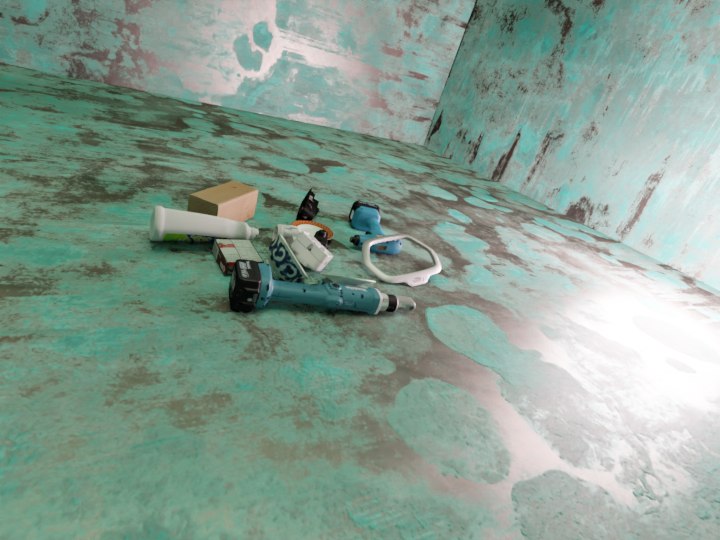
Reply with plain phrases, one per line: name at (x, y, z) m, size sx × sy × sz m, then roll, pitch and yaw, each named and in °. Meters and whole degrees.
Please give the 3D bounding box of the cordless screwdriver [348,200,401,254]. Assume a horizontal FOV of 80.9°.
cordless screwdriver at (0.017, -0.137, 1.338) m, size 0.154 × 0.073 × 0.260 m, roll 6°, pitch 31°, yaw -20°

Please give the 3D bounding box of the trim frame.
trim frame at (0.112, -0.033, 1.177) m, size 0.239 × 0.027 × 0.194 m, roll -11°, pitch 49°, yaw -32°

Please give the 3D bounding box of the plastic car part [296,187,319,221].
plastic car part at (-0.170, -0.202, 1.379) m, size 0.065 × 0.067 × 0.206 m, roll 40°, pitch 20°, yaw -14°

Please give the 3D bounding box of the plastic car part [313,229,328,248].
plastic car part at (-0.110, -0.072, 1.130) m, size 0.066 × 0.070 × 0.119 m, roll 17°, pitch 28°, yaw -5°

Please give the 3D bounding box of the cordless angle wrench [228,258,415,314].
cordless angle wrench at (-0.064, 0.053, 0.907) m, size 0.408 × 0.073 × 0.102 m, roll 9°, pitch 26°, yaw -21°
